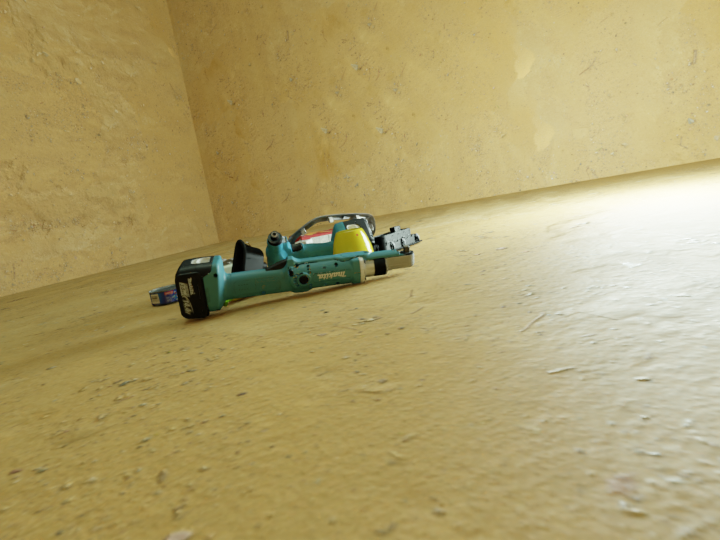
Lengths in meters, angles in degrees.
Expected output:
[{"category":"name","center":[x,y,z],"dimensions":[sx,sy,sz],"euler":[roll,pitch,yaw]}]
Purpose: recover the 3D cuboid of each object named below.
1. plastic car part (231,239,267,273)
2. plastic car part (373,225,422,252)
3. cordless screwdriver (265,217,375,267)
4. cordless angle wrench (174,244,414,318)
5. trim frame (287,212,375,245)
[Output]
[{"category":"plastic car part","center":[-0.237,-0.004,0.914],"dimensions":[0.067,0.117,0.069],"euler":[14,-10,-38]},{"category":"plastic car part","center":[0.088,-0.079,1.098],"dimensions":[0.069,0.066,0.197],"euler":[3,18,35]},{"category":"cordless screwdriver","center":[-0.095,-0.062,0.969],"dimensions":[0.246,0.077,0.155],"euler":[-13,-27,-10]},{"category":"cordless angle wrench","center":[-0.107,0.006,0.760],"dimensions":[0.418,0.096,0.077],"euler":[-8,18,-7]},{"category":"trim frame","center":[-0.069,-0.080,1.061],"dimensions":[0.239,0.028,0.184],"euler":[-8,-29,-30]}]
